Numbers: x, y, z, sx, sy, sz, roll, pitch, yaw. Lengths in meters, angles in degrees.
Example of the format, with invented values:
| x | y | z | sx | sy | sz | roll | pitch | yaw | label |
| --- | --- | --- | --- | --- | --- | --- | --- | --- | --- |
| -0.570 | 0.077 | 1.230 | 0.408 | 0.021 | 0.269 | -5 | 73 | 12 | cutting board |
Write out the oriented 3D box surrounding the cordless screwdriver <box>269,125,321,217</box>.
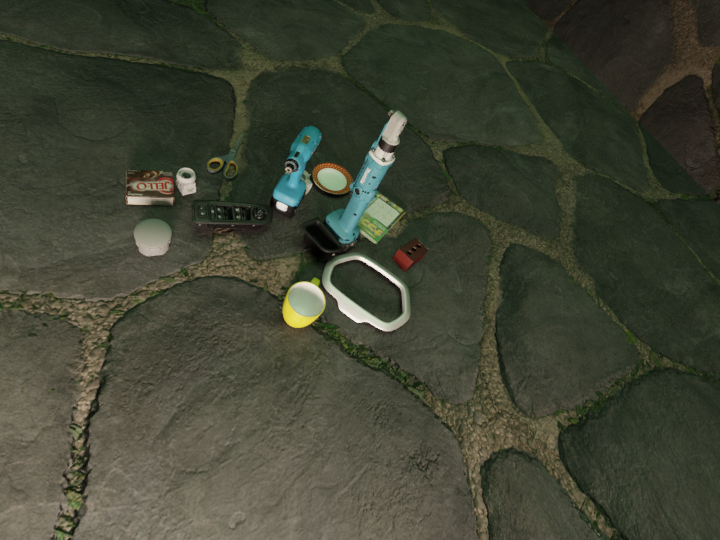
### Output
| x | y | z | sx | sy | sz | roll | pitch | yaw | label |
| --- | --- | --- | --- | --- | --- | --- | --- | --- | --- |
| -0.173 | -0.230 | 1.070 | 0.074 | 0.248 | 0.161 | 26 | 51 | -6 | cordless screwdriver |

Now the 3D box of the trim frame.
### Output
| x | y | z | sx | sy | sz | roll | pitch | yaw | label |
| --- | --- | --- | --- | --- | --- | --- | --- | --- | --- |
| 0.017 | 0.049 | 1.072 | 0.253 | 0.027 | 0.182 | 35 | 51 | 8 | trim frame |

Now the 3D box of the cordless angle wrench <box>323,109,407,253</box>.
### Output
| x | y | z | sx | sy | sz | roll | pitch | yaw | label |
| --- | --- | --- | --- | --- | --- | --- | --- | --- | --- |
| 0.009 | -0.195 | 0.996 | 0.072 | 0.421 | 0.101 | -29 | 73 | -36 | cordless angle wrench |

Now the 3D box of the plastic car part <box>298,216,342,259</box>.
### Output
| x | y | z | sx | sy | sz | roll | pitch | yaw | label |
| --- | --- | --- | --- | --- | --- | --- | --- | --- | --- |
| -0.106 | -0.070 | 1.089 | 0.064 | 0.070 | 0.120 | -27 | 69 | -34 | plastic car part |

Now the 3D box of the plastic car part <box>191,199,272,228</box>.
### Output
| x | y | z | sx | sy | sz | roll | pitch | yaw | label |
| --- | --- | --- | --- | --- | --- | --- | --- | --- | --- |
| -0.320 | -0.132 | 1.064 | 0.196 | 0.066 | 0.069 | -3 | 58 | -22 | plastic car part |
